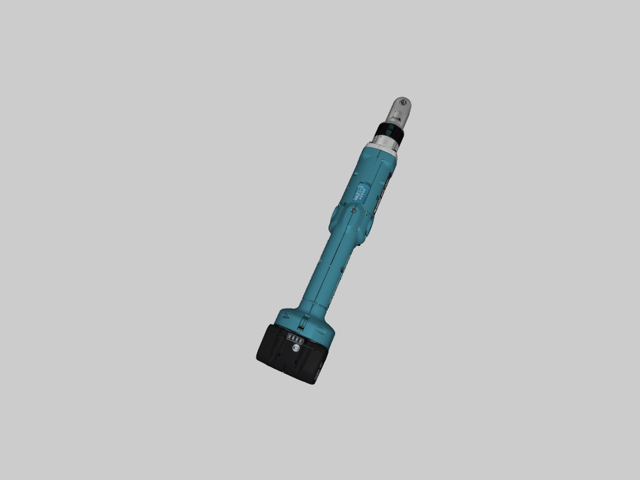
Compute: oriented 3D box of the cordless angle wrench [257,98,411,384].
[{"bbox_3d":[0.042,-0.023,0.573,0.074,0.422,0.098,22,-16,9],"label":"cordless angle wrench"}]
